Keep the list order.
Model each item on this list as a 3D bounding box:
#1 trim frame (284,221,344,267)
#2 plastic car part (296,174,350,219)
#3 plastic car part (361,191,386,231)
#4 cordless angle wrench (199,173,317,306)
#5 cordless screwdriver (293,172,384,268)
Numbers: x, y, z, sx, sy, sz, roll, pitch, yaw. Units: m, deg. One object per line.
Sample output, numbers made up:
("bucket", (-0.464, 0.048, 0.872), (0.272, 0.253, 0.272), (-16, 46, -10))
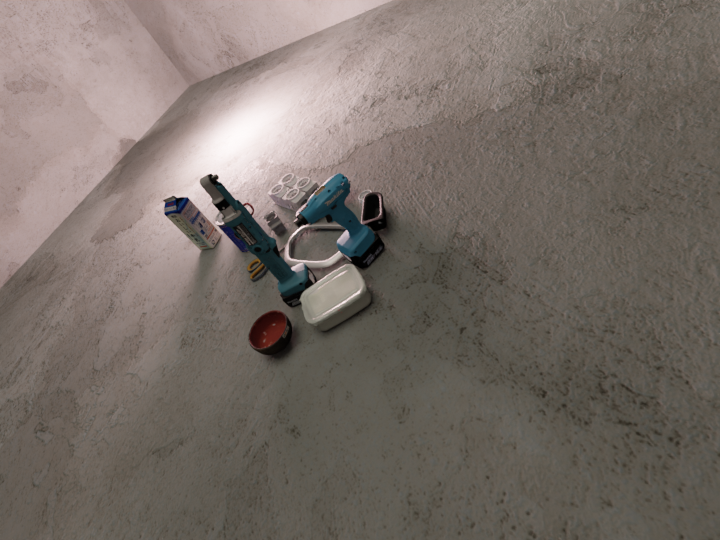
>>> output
("trim frame", (-0.120, -0.078, 1.226), (0.260, 0.026, 0.185), (1, 53, 36))
("plastic car part", (-0.113, -0.215, 1.320), (0.204, 0.063, 0.069), (-32, 40, 5))
("plastic car part", (0.045, -0.154, 1.150), (0.068, 0.067, 0.119), (-15, 44, 23))
("cordless angle wrench", (-0.242, -0.067, 1.012), (0.099, 0.401, 0.077), (-23, 41, 14))
("cordless screwdriver", (-0.050, -0.099, 1.036), (0.158, 0.236, 0.079), (-44, 40, -11))
